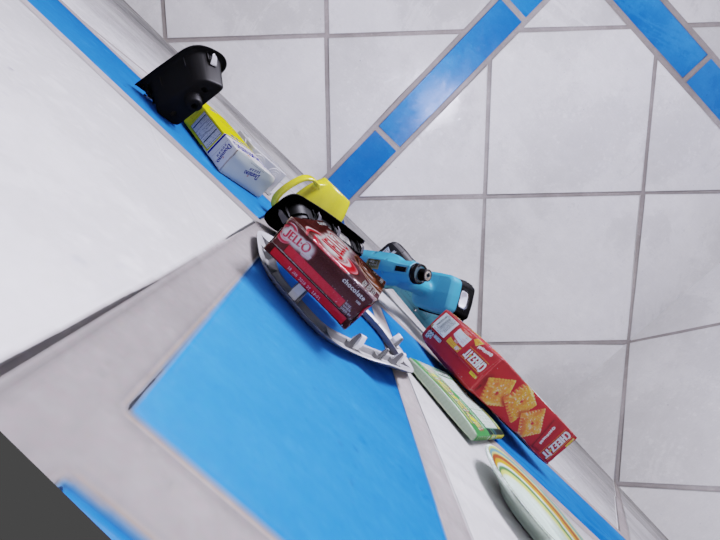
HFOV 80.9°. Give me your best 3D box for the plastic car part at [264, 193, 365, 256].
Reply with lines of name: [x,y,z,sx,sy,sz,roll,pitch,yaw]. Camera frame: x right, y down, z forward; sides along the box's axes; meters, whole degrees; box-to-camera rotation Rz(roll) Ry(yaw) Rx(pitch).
plastic car part: [-0.055,-0.036,0.559,0.192,0.068,0.069,37,36,-57]

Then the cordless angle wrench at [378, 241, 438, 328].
cordless angle wrench: [0.173,0.124,0.863,0.440,0.098,0.071,51,9,22]

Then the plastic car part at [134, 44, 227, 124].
plastic car part: [-0.229,-0.237,0.557,0.062,0.119,0.073,32,38,-59]

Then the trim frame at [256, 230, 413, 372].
trim frame: [-0.019,0.035,0.438,0.194,0.027,0.235,50,6,35]

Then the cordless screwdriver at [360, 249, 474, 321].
cordless screwdriver: [0.113,0.026,0.733,0.235,0.074,0.167,23,-9,-38]
